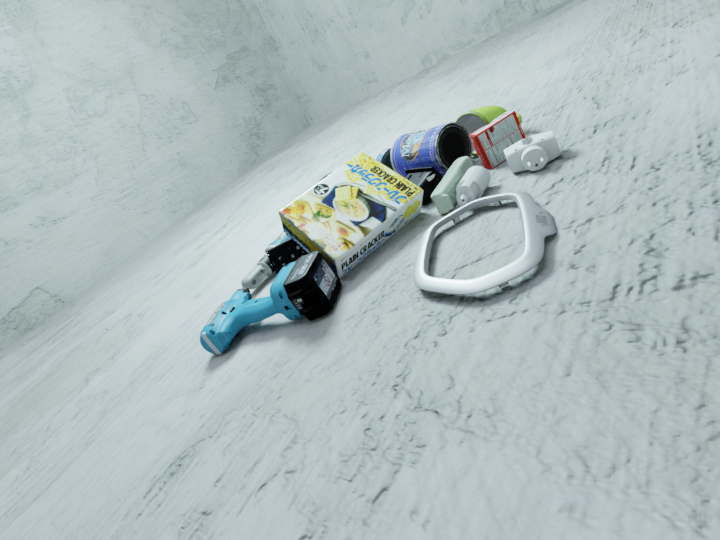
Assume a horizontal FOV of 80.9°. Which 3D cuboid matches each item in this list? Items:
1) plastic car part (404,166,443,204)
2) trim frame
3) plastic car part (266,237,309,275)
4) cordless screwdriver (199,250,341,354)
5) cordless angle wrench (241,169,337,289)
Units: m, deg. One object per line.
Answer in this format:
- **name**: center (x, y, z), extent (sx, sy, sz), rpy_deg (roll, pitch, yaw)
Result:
- **plastic car part**: center (0.111, -0.158, 0.829), extent (0.071, 0.063, 0.121), rpy_deg (-50, 23, -9)
- **trim frame**: center (0.163, -0.042, 0.580), extent (0.189, 0.026, 0.249), rpy_deg (-19, 25, 27)
- **plastic car part**: center (-0.084, -0.055, 0.856), extent (0.206, 0.067, 0.066), rpy_deg (-26, -3, 14)
- **cordless screwdriver**: center (-0.153, 0.045, 0.727), extent (0.254, 0.072, 0.161), rpy_deg (-24, 24, 24)
- **cordless angle wrench**: center (-0.138, -0.102, 0.994), extent (0.102, 0.071, 0.421), rpy_deg (-10, 34, 41)
